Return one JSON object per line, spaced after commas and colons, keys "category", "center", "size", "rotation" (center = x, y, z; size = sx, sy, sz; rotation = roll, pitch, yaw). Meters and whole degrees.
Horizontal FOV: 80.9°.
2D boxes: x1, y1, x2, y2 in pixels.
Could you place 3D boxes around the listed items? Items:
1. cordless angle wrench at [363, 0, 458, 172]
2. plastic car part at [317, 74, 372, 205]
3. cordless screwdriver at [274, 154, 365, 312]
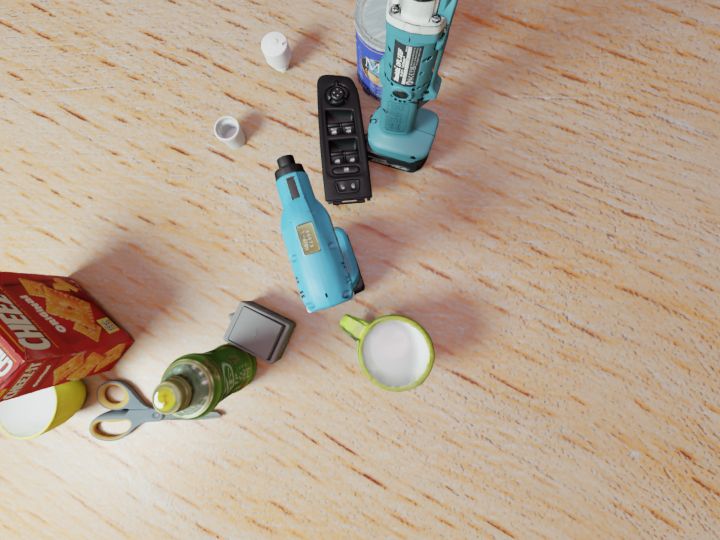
{"category": "cordless angle wrench", "center": [0.052, -0.207, 0.443], "size": [0.099, 0.417, 0.074], "rotation": [19, 86, 3]}
{"category": "plastic car part", "center": [-0.026, -0.192, 0.627], "size": [0.067, 0.066, 0.205], "rotation": [-7, 82, 3]}
{"category": "cordless screwdriver", "center": [-0.051, -0.033, 0.517], "size": [0.074, 0.245, 0.161], "rotation": [-18, 84, 0]}
